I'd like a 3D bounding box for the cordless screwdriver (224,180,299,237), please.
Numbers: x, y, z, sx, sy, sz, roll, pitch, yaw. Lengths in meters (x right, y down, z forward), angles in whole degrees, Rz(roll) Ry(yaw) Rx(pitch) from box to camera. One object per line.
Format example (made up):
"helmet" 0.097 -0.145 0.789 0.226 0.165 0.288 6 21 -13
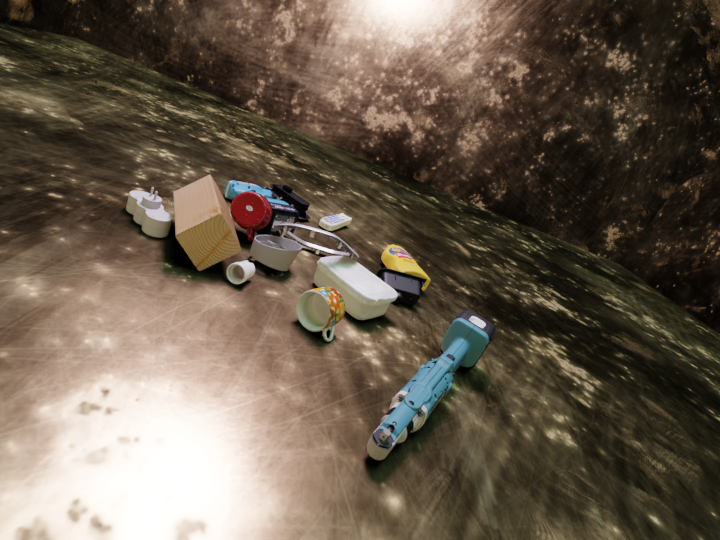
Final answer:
"cordless screwdriver" -0.248 -0.173 1.141 0.151 0.074 0.263 2 26 -42

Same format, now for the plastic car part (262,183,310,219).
"plastic car part" -0.219 -0.217 1.289 0.214 0.067 0.063 41 20 32

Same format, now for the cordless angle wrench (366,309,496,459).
"cordless angle wrench" 0.120 0.175 0.683 0.077 0.097 0.409 32 28 21

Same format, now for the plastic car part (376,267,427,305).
"plastic car part" 0.093 0.046 0.989 0.114 0.065 0.073 15 37 -11

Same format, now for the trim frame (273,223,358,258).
"trim frame" -0.093 -0.061 0.956 0.191 0.028 0.238 13 -10 19
